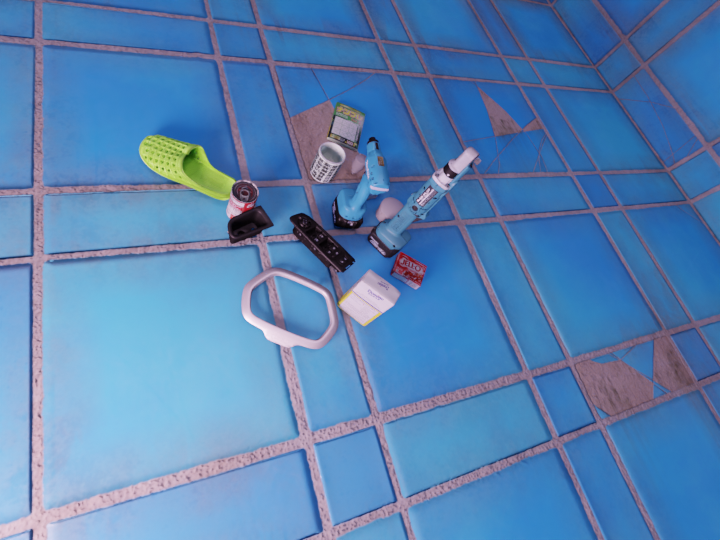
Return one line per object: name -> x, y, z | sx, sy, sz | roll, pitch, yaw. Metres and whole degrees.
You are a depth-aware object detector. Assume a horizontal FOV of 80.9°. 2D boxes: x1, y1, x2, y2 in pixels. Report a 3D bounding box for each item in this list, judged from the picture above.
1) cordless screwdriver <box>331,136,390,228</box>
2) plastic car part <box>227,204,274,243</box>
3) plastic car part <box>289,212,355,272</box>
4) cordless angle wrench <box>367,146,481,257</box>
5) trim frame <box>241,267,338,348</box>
cordless screwdriver -> -0.001, -0.227, 1.134 | 0.072, 0.250, 0.164 | 6, 63, -23
plastic car part -> -0.288, -0.104, 1.062 | 0.114, 0.071, 0.067 | -30, 79, -32
plastic car part -> -0.109, -0.071, 1.116 | 0.206, 0.067, 0.065 | 47, 56, 7
cordless angle wrench -> 0.150, -0.165, 1.054 | 0.099, 0.425, 0.073 | 48, 56, 3
trim frame -> -0.168, 0.092, 1.026 | 0.245, 0.027, 0.186 | 23, 57, -8
